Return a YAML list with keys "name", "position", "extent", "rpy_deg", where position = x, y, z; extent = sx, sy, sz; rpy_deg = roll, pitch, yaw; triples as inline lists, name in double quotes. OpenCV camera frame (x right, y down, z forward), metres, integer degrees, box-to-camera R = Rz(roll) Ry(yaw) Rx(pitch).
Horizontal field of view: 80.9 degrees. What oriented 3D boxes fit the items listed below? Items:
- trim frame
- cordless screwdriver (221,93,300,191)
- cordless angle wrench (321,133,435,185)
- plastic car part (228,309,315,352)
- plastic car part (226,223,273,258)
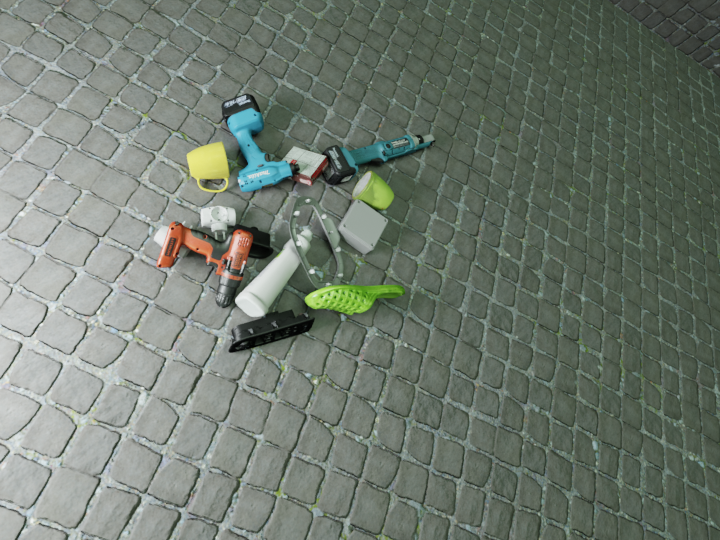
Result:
- name: "trim frame"
  position: [-0.102, -0.067, 1.041]
  extent: [0.243, 0.028, 0.182]
  rpy_deg: [65, 30, -14]
- name: "cordless screwdriver"
  position: [-0.263, -0.336, 1.101]
  extent: [0.159, 0.073, 0.253]
  rpy_deg: [-17, 78, -3]
- name: "cordless angle wrench"
  position: [0.069, -0.356, 1.266]
  extent: [0.411, 0.075, 0.099]
  rpy_deg: [-24, 81, -30]
- name: "plastic car part"
  position: [-0.208, 0.132, 0.967]
  extent: [0.197, 0.066, 0.069]
  rpy_deg: [-19, 70, -26]
- name: "plastic car part"
  position: [-0.271, -0.077, 1.032]
  extent: [0.112, 0.066, 0.073]
  rpy_deg: [12, 53, -21]
